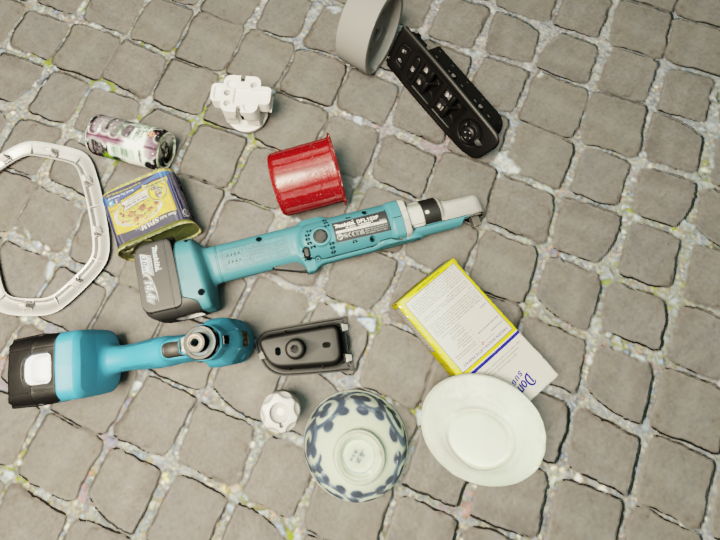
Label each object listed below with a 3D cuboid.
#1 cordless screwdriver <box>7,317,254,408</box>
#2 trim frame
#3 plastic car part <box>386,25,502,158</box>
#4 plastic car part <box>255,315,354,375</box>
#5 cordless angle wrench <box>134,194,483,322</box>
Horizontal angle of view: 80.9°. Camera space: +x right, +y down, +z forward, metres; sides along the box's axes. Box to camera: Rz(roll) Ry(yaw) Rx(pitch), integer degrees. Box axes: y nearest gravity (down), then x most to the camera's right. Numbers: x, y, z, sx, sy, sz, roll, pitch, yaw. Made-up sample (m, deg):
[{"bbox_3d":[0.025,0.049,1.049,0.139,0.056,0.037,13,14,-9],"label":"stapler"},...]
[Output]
[{"bbox_3d":[-0.247,0.092,0.451,0.249,0.157,0.075,-9,80,0],"label":"cordless screwdriver"},{"bbox_3d":[-0.431,-0.062,0.558,0.184,0.027,0.253,-18,79,-2],"label":"trim frame"},{"bbox_3d":[0.120,-0.240,0.575,0.065,0.067,0.208,-24,75,-32],"label":"plastic car part"},{"bbox_3d":[-0.067,0.090,0.492,0.116,0.070,0.067,-6,77,-5],"label":"plastic car part"},{"bbox_3d":[-0.051,-0.033,0.523,0.420,0.073,0.100,-15,78,-5],"label":"cordless angle wrench"}]
